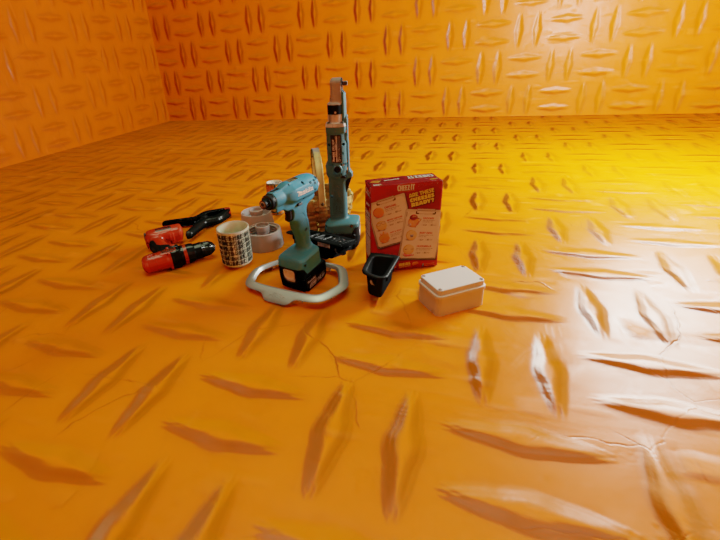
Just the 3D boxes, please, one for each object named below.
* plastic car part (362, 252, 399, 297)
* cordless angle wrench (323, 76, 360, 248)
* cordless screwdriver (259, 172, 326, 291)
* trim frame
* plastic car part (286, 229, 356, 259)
[{"bbox_3d":[0.039,0.016,0.899,0.068,0.069,0.116,6,29,16],"label":"plastic car part"},{"bbox_3d":[-0.054,-0.258,1.060,0.099,0.412,0.075,2,26,7],"label":"cordless angle wrench"},{"bbox_3d":[-0.145,-0.071,0.903,0.078,0.242,0.156,13,30,28],"label":"cordless screwdriver"},{"bbox_3d":[-0.143,0.020,0.960,0.259,0.027,0.181,11,31,25],"label":"trim frame"},{"bbox_3d":[-0.106,-0.069,1.081,0.214,0.065,0.064,20,35,37],"label":"plastic car part"}]
